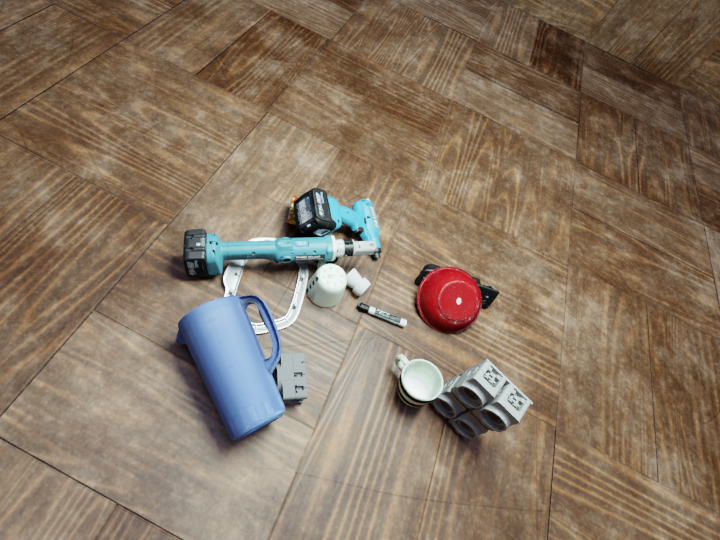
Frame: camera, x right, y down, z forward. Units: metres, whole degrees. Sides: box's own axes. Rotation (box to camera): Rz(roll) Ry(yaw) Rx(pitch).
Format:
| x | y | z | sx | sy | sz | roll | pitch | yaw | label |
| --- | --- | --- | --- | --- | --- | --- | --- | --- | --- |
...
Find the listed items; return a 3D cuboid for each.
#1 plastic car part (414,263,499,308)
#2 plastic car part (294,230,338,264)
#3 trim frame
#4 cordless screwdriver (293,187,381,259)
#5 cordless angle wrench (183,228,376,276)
| x | y | z | sx | sy | sz | roll | pitch | yaw | label |
| --- | --- | --- | --- | --- | --- | --- | --- | --- | --- |
| 0.238 | 0.029 | 1.065 | 0.200 | 0.065 | 0.069 | 15 | 46 | -7 | plastic car part |
| -0.101 | -0.066 | 1.035 | 0.116 | 0.066 | 0.071 | 31 | 41 | -2 | plastic car part |
| -0.215 | 0.026 | 0.958 | 0.183 | 0.027 | 0.253 | 15 | 57 | -5 | trim frame |
| -0.041 | -0.108 | 1.021 | 0.236 | 0.076 | 0.163 | 3 | 66 | -47 | cordless screwdriver |
| -0.167 | -0.044 | 0.935 | 0.415 | 0.096 | 0.077 | -3 | 61 | -12 | cordless angle wrench |
